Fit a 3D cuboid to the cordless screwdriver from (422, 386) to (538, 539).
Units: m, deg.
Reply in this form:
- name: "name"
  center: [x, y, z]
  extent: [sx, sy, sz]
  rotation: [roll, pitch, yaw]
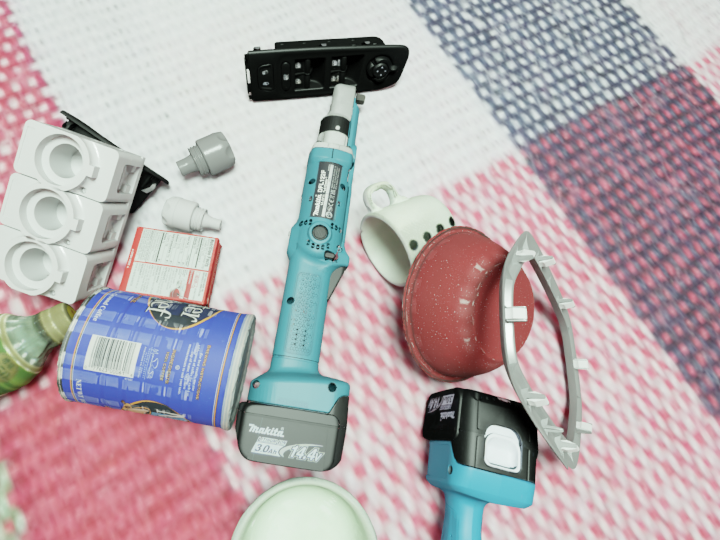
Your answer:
- name: "cordless screwdriver"
  center: [0.094, 0.228, 0.336]
  extent: [0.074, 0.158, 0.252]
  rotation: [15, 70, -6]

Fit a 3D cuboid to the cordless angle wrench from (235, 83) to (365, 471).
- name: "cordless angle wrench"
  center: [-0.044, -0.029, 0.452]
  extent: [0.097, 0.074, 0.430]
  rotation: [9, 69, -5]

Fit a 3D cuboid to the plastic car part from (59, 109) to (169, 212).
- name: "plastic car part"
  center: [-0.279, -0.106, 0.460]
  extent: [0.117, 0.066, 0.071]
  rotation: [37, 87, 1]

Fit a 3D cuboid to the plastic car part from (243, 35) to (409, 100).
- name: "plastic car part"
  center: [-0.043, -0.259, 0.533]
  extent: [0.201, 0.064, 0.070]
  rotation: [-5, 49, -7]

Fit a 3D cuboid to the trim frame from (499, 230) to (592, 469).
- name: "trim frame"
  center: [0.176, 0.076, 0.387]
  extent: [0.029, 0.236, 0.186]
  rotation: [-8, 46, 36]
